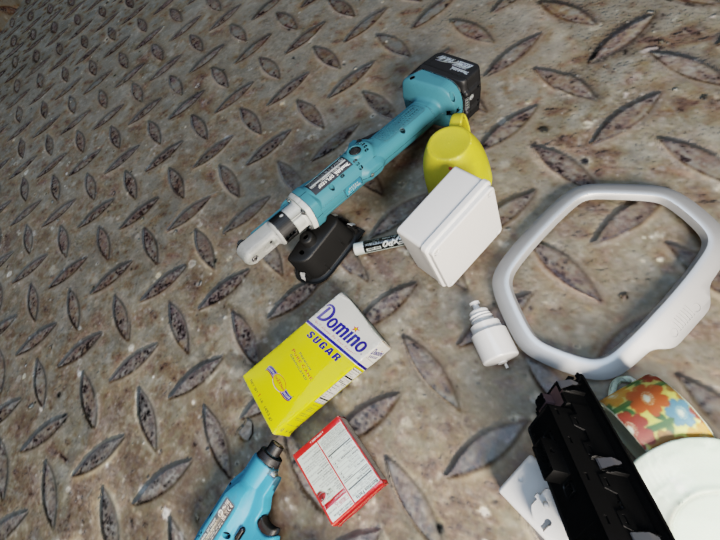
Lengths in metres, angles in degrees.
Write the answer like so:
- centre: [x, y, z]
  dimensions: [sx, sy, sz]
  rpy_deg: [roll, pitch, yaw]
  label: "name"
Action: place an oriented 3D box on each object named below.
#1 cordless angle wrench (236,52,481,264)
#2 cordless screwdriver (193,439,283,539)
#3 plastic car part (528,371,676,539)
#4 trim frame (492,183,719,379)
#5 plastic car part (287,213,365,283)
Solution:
- centre: [-0.002, -0.152, 0.597]
  dimensions: [0.420, 0.071, 0.103]
  rpy_deg: [-42, 56, -11]
  label: "cordless angle wrench"
- centre: [-0.066, 0.315, 0.443]
  dimensions: [0.263, 0.070, 0.159]
  rpy_deg: [26, 78, 36]
  label: "cordless screwdriver"
- centre: [0.184, 0.172, 0.337]
  dimensions: [0.209, 0.066, 0.066]
  rpy_deg: [-94, 24, -57]
  label: "plastic car part"
- centre: [0.268, 0.002, 0.469]
  dimensions: [0.248, 0.026, 0.194]
  rpy_deg: [-47, 55, -4]
  label: "trim frame"
- centre: [-0.060, -0.039, 0.614]
  dimensions: [0.070, 0.067, 0.116]
  rpy_deg: [31, 78, 33]
  label: "plastic car part"
